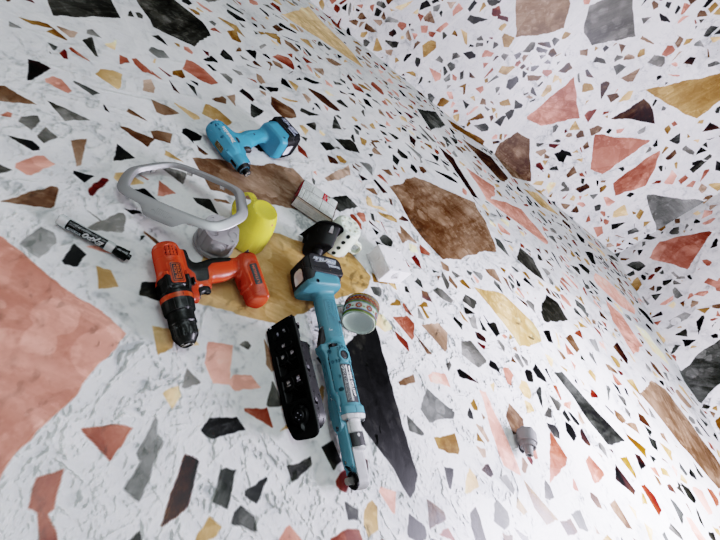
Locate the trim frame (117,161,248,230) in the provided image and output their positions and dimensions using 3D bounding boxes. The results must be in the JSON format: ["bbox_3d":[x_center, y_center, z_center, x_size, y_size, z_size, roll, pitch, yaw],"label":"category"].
[{"bbox_3d":[-0.331,-0.144,0.802,0.249,0.027,0.186,23,36,1],"label":"trim frame"}]

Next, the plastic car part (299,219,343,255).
[{"bbox_3d":[-0.092,-0.060,0.940,0.063,0.120,0.072,29,62,-23],"label":"plastic car part"}]

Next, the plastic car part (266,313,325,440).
[{"bbox_3d":[-0.105,0.182,0.712,0.063,0.067,0.212,44,22,-51],"label":"plastic car part"}]

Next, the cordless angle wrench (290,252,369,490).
[{"bbox_3d":[-0.048,0.163,0.776,0.093,0.075,0.440,13,47,-36],"label":"cordless angle wrench"}]

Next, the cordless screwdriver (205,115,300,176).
[{"bbox_3d":[-0.255,-0.316,1.076,0.163,0.075,0.241,51,40,11],"label":"cordless screwdriver"}]
